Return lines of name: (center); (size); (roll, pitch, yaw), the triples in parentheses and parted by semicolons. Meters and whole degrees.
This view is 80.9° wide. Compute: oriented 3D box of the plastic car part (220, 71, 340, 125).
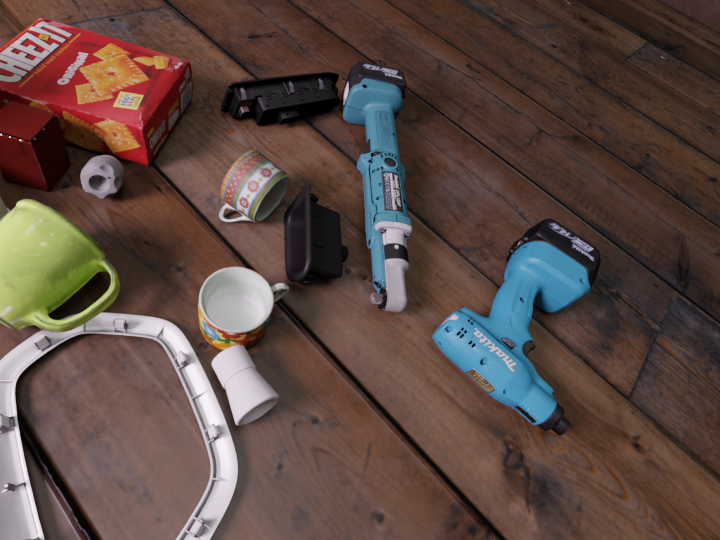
plastic car part: (-0.108, -0.265, 0.654); (0.198, 0.067, 0.068); (-27, 78, -31)

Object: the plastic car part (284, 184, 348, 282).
plastic car part: (-0.050, -0.032, 0.508); (0.068, 0.067, 0.120); (10, 55, -29)

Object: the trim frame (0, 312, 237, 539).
trim frame: (-0.211, 0.140, 0.351); (0.179, 0.027, 0.258); (-22, 65, -27)

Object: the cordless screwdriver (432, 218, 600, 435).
cordless screwdriver: (0.214, 0.056, 0.508); (0.164, 0.073, 0.245); (41, 58, 13)

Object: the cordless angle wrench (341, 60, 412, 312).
cordless angle wrench: (0.030, -0.136, 0.598); (0.096, 0.074, 0.436); (6, 56, -14)
